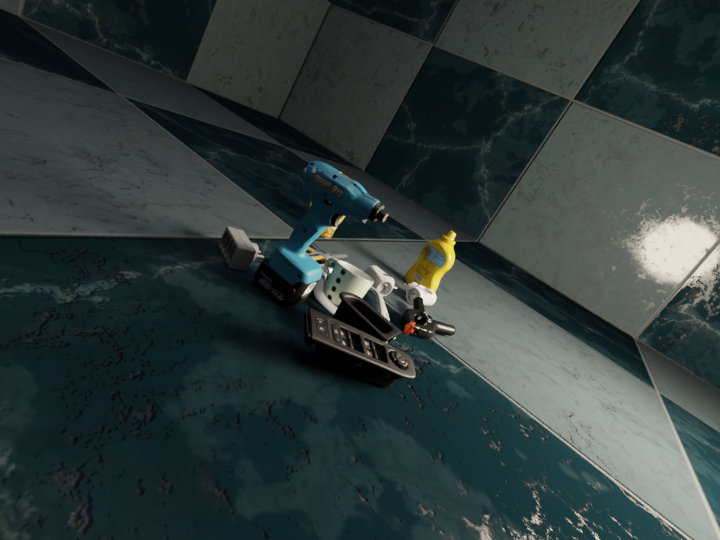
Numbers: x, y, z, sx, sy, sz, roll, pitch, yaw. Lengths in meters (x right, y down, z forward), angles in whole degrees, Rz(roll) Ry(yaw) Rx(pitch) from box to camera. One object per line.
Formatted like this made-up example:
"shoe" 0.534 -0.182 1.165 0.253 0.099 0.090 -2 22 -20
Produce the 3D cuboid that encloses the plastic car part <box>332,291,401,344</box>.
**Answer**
"plastic car part" -0.001 0.098 0.730 0.122 0.071 0.063 37 19 24

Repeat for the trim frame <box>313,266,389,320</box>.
"trim frame" -0.015 0.062 0.880 0.182 0.027 0.253 26 18 -9

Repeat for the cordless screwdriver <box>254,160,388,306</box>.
"cordless screwdriver" -0.072 -0.047 0.731 0.165 0.248 0.072 35 18 17

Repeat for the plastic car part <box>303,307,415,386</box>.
"plastic car part" -0.004 0.130 0.643 0.196 0.067 0.069 22 19 -19
